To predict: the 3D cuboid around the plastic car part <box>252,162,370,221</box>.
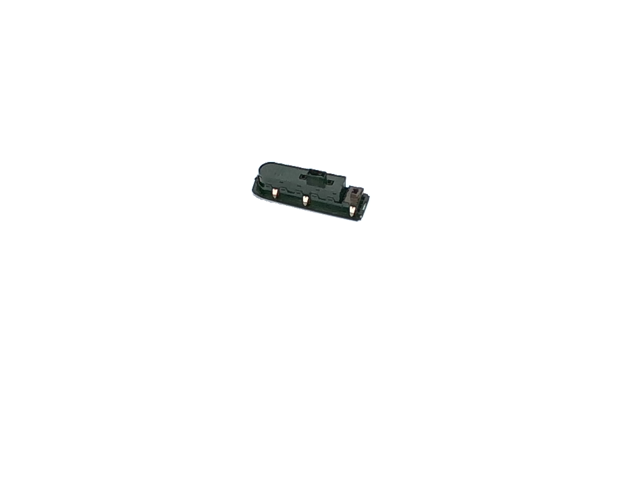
[{"bbox_3d":[-0.022,-0.087,0.705,0.204,0.066,0.067,11,-32,14],"label":"plastic car part"}]
